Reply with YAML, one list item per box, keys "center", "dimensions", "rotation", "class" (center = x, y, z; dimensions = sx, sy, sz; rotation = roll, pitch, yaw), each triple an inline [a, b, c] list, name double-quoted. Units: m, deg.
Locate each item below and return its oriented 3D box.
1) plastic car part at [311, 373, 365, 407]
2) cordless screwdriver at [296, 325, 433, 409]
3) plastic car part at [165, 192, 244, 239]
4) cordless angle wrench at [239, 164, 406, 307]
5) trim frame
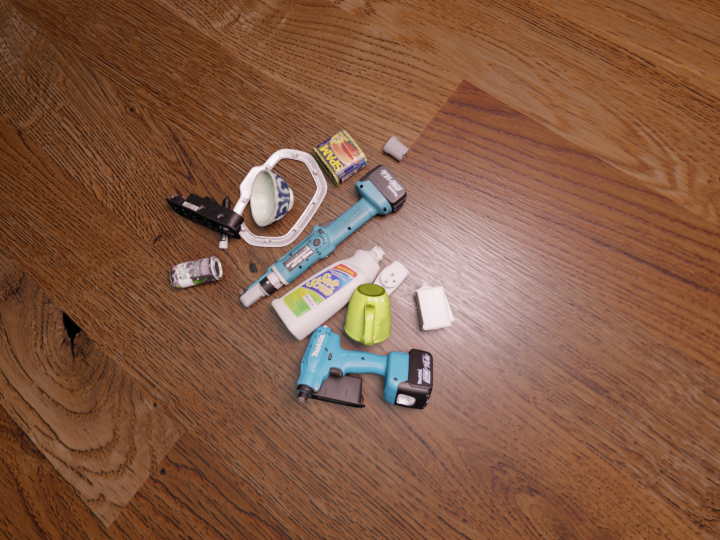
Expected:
- center: [-0.046, 0.232, 0.852]
  dimensions: [0.118, 0.064, 0.072]
  rotation: [6, 66, 4]
  class: "plastic car part"
- center: [0.007, 0.203, 0.805]
  dimensions: [0.254, 0.072, 0.161]
  rotation: [11, 44, 10]
  class: "cordless screwdriver"
- center: [-0.339, -0.127, 0.952]
  dimensions: [0.211, 0.064, 0.067]
  rotation: [27, 63, 22]
  class: "plastic car part"
- center: [-0.089, -0.058, 0.911]
  dimensions: [0.423, 0.072, 0.100]
  rotation: [-39, 78, 2]
  class: "cordless angle wrench"
- center: [-0.188, -0.167, 0.968]
  dimensions: [0.189, 0.027, 0.248]
  rotation: [33, 87, 14]
  class: "trim frame"
